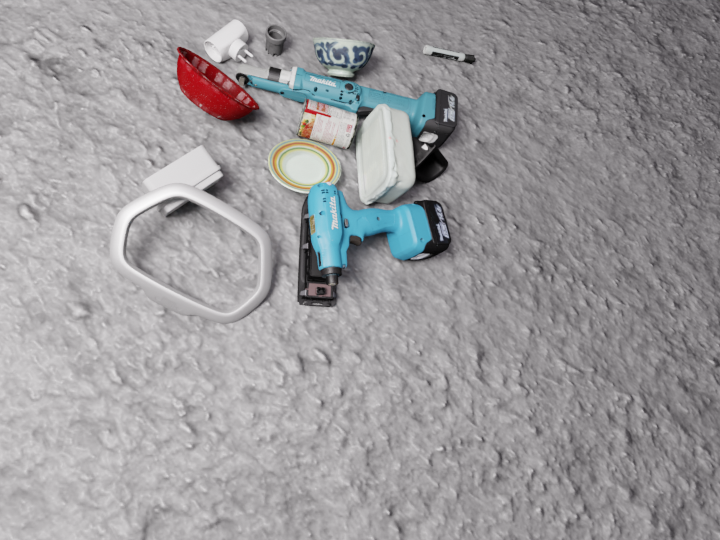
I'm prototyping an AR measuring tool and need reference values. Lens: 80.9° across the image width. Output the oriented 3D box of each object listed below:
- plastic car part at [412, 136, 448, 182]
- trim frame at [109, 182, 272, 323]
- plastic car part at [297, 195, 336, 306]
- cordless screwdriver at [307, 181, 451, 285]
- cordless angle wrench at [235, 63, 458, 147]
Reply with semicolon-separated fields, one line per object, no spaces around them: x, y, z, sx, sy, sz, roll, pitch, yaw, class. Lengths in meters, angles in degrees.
0.113;-0.213;0.795;0.066;0.112;0.073;-45;72;18;plastic car part
-0.247;-0.021;0.638;0.239;0.028;0.184;31;88;-20;trim frame
-0.069;-0.045;0.711;0.066;0.066;0.207;2;69;-8;plastic car part
0.032;-0.051;0.692;0.238;0.076;0.163;3;69;-29;cordless screwdriver
-0.027;-0.334;0.813;0.418;0.074;0.099;11;70;-7;cordless angle wrench
